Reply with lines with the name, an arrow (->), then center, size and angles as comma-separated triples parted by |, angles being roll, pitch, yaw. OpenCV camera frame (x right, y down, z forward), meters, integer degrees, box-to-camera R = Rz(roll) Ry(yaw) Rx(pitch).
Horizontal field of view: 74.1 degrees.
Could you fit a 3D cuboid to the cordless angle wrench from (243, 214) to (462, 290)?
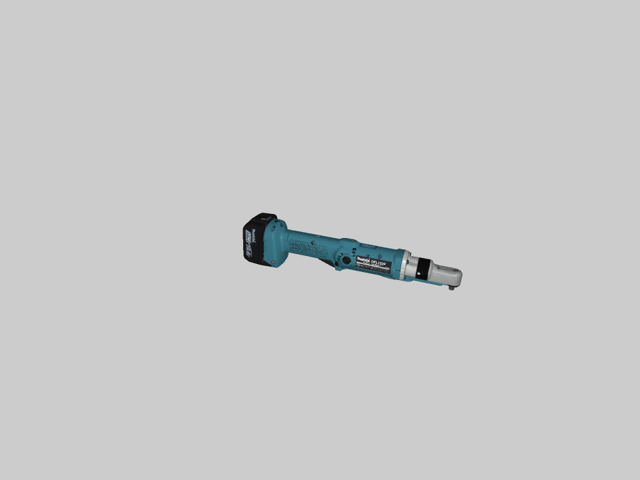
cordless angle wrench -> 0.056, 0.030, 0.823 | 0.423, 0.098, 0.074 | 11, 26, 15
